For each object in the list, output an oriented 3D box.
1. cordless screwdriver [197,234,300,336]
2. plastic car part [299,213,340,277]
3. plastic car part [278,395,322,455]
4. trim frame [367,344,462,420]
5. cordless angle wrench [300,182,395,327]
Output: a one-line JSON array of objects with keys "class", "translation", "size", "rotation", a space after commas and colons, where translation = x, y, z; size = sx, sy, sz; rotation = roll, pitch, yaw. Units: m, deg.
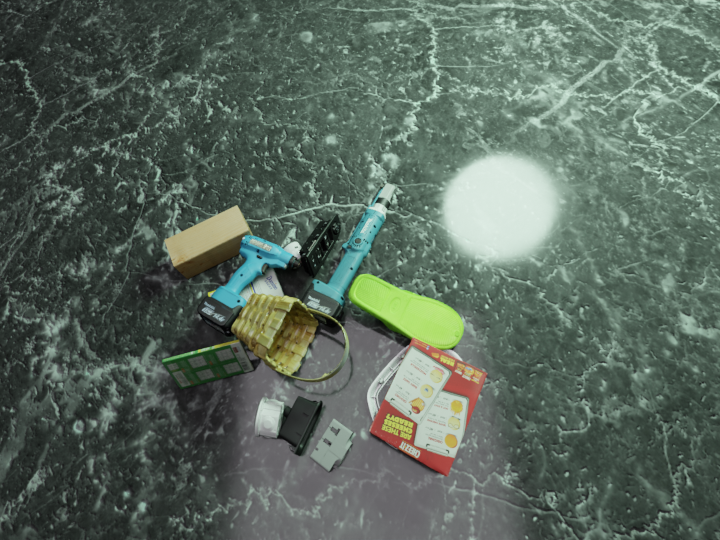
[{"class": "cordless screwdriver", "translation": [-0.261, 0.037, 1.007], "size": [0.164, 0.072, 0.250], "rotation": [20, 62, 14]}, {"class": "plastic car part", "translation": [-0.105, -0.068, 1.070], "size": [0.070, 0.063, 0.203], "rotation": [-3, 38, 32]}, {"class": "plastic car part", "translation": [-0.134, 0.323, 0.902], "size": [0.073, 0.064, 0.117], "rotation": [18, 65, 13]}, {"class": "trim frame", "translation": [0.130, 0.269, 0.918], "size": [0.191, 0.027, 0.246], "rotation": [41, 73, 21]}, {"class": "cordless angle wrench", "translation": [-0.008, -0.061, 1.074], "size": [0.101, 0.072, 0.424], "rotation": [21, 66, 18]}]
